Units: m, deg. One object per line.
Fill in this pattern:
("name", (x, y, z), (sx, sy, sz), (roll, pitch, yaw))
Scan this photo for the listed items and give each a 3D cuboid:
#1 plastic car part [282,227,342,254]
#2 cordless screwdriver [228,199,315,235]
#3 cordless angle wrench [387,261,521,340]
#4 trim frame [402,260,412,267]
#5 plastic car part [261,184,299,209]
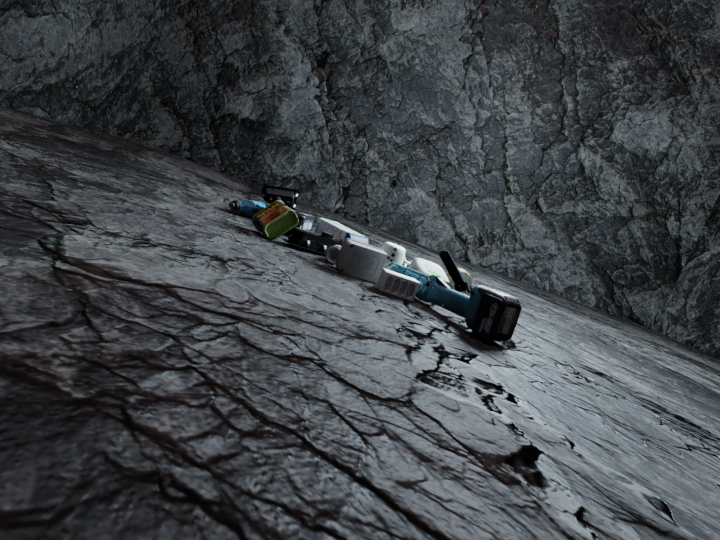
("plastic car part", (-0.111, -0.073, 1.137), (0.193, 0.066, 0.070), (10, 20, -36))
("cordless screwdriver", (-0.276, -0.169, 1.306), (0.260, 0.074, 0.153), (20, 9, 26))
("cordless angle wrench", (0.153, 0.039, 0.981), (0.070, 0.097, 0.447), (13, 7, -39))
("trim frame", (0.092, -0.045, 1.485), (0.242, 0.027, 0.190), (15, 10, -17))
("plastic car part", (-0.254, -0.226, 1.328), (0.114, 0.065, 0.073), (9, 20, -14))
